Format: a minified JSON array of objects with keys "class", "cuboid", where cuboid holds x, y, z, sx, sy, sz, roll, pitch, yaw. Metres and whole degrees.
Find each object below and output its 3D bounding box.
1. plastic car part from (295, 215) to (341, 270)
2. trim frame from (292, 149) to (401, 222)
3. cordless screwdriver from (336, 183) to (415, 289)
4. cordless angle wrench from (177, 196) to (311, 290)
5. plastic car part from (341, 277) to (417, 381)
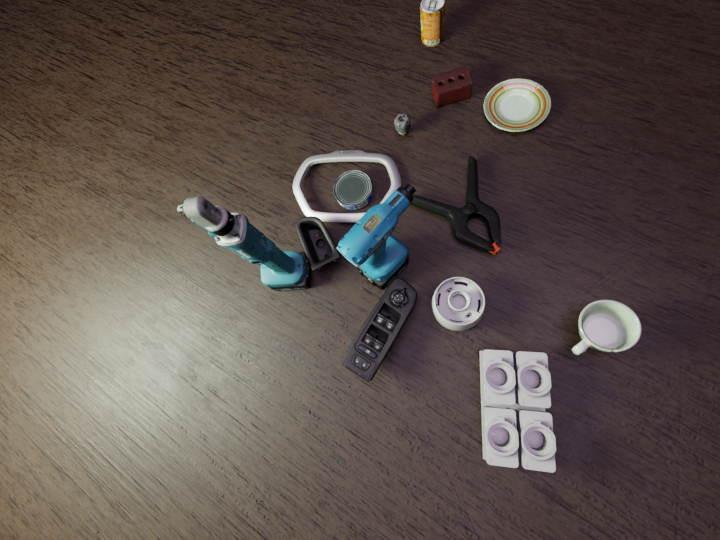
[{"class":"plastic car part","cuboid":[-0.089,-0.058,0.907,0.066,0.068,0.120,-27,70,4]},{"class":"trim frame","cuboid":[-0.034,-0.194,0.956,0.255,0.026,0.187,1,74,15]},{"class":"cordless screwdriver","cuboid":[0.047,-0.056,0.780,0.077,0.240,0.159,42,87,17]},{"class":"cordless angle wrench","cuboid":[-0.184,-0.039,0.745,0.100,0.408,0.076,-5,75,9]},{"class":"plastic car part","cuboid":[0.045,0.112,0.824,0.069,0.065,0.203,29,83,18]}]
